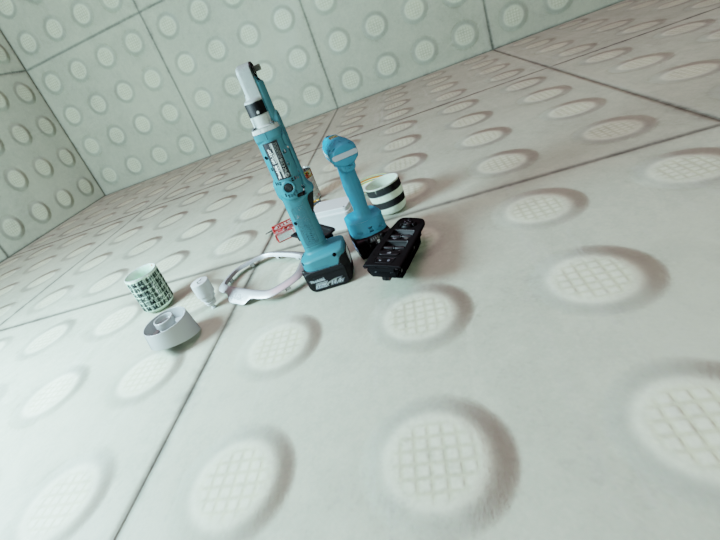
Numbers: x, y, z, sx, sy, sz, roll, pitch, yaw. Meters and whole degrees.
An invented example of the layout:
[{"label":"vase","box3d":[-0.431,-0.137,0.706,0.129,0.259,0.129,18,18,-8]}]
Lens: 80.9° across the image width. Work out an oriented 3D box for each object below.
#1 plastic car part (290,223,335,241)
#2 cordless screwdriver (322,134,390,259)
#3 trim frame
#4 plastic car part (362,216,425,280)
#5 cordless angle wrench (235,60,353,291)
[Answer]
[{"label":"plastic car part","box3d":[-0.091,-0.059,0.930,0.065,0.068,0.123,-34,29,-22]},{"label":"cordless screwdriver","box3d":[-0.016,-0.156,0.859,0.074,0.240,0.165,-24,25,-4]},{"label":"trim frame","box3d":[-0.216,0.011,0.945,0.261,0.026,0.182,5,39,41]},{"label":"plastic car part","box3d":[0.075,-0.038,0.774,0.069,0.064,0.203,-7,32,29]},{"label":"cordless angle wrench","box3d":[-0.123,-0.156,0.760,0.099,0.408,0.076,-17,25,10]}]
